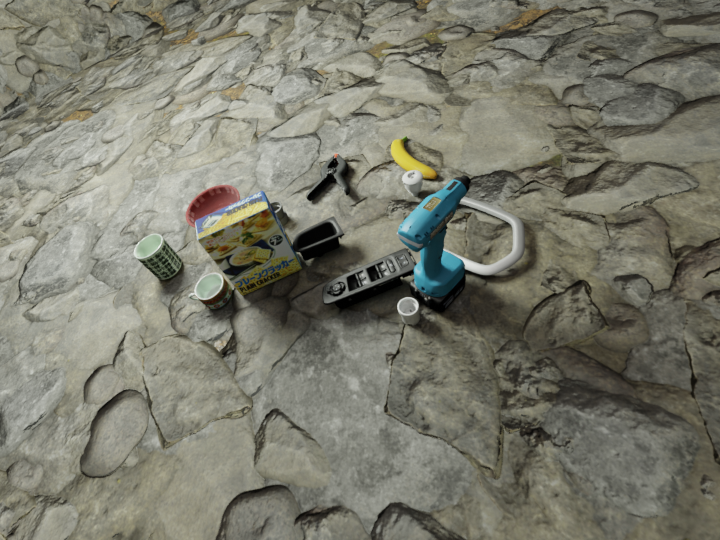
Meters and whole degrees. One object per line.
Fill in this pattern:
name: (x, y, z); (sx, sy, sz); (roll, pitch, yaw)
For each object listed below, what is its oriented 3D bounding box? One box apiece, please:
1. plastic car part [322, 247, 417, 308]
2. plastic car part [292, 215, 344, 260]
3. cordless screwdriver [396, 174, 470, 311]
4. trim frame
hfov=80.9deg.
plastic car part: (0.017, 0.024, 0.871); (0.204, 0.064, 0.069); (-20, 50, 3)
plastic car part: (-0.095, -0.062, 0.975); (0.116, 0.067, 0.069); (-26, 50, -2)
cordless screwdriver: (0.148, -0.044, 0.764); (0.078, 0.237, 0.158); (32, 68, 34)
trim frame: (0.223, -0.078, 0.902); (0.263, 0.026, 0.183); (31, 69, 35)
